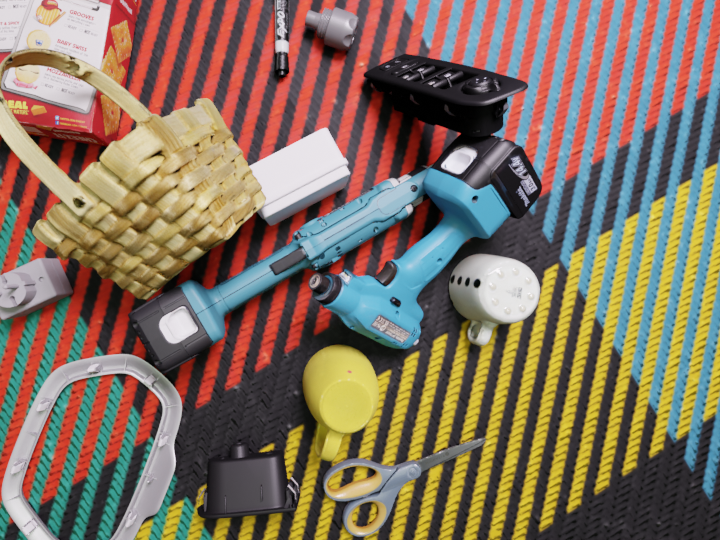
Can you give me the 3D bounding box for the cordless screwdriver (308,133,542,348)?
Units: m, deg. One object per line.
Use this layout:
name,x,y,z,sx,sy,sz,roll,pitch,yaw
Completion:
cordless screwdriver,0.064,-0.036,0.447,0.150,0.078,0.249,33,98,-39

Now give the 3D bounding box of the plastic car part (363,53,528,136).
plastic car part,0.083,-0.190,0.459,0.065,0.214,0.064,-24,126,-19

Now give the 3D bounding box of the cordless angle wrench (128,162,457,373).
cordless angle wrench,-0.048,-0.031,0.487,0.420,0.099,0.074,-31,94,-8

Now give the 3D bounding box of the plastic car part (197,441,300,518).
plastic car part,-0.130,0.236,0.484,0.117,0.065,0.072,-3,74,0

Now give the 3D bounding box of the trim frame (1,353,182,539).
trim frame,-0.308,0.218,0.490,0.183,0.027,0.249,22,85,-2
